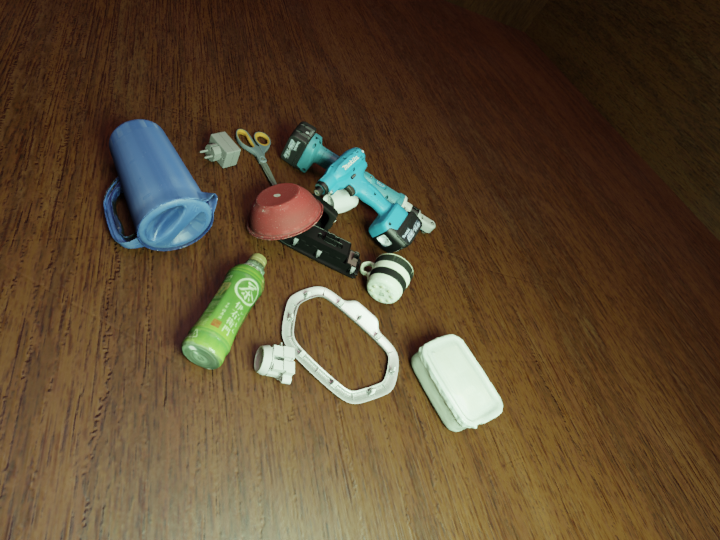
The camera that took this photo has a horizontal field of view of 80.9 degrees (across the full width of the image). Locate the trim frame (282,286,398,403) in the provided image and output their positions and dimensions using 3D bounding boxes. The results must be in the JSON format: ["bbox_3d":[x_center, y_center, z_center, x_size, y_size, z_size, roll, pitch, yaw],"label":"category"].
[{"bbox_3d":[-0.035,0.129,0.778,0.253,0.027,0.181,39,45,9],"label":"trim frame"}]

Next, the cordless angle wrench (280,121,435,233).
[{"bbox_3d":[0.007,-0.213,1.048,0.418,0.098,0.075,31,48,-6],"label":"cordless angle wrench"}]

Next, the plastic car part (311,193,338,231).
[{"bbox_3d":[-0.097,-0.138,0.954,0.120,0.066,0.069,44,30,15],"label":"plastic car part"}]

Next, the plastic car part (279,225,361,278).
[{"bbox_3d":[-0.087,-0.057,0.886,0.201,0.067,0.067,24,53,-5],"label":"plastic car part"}]

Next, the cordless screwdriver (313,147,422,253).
[{"bbox_3d":[0.014,-0.143,0.949,0.245,0.076,0.158,48,58,-9],"label":"cordless screwdriver"}]
